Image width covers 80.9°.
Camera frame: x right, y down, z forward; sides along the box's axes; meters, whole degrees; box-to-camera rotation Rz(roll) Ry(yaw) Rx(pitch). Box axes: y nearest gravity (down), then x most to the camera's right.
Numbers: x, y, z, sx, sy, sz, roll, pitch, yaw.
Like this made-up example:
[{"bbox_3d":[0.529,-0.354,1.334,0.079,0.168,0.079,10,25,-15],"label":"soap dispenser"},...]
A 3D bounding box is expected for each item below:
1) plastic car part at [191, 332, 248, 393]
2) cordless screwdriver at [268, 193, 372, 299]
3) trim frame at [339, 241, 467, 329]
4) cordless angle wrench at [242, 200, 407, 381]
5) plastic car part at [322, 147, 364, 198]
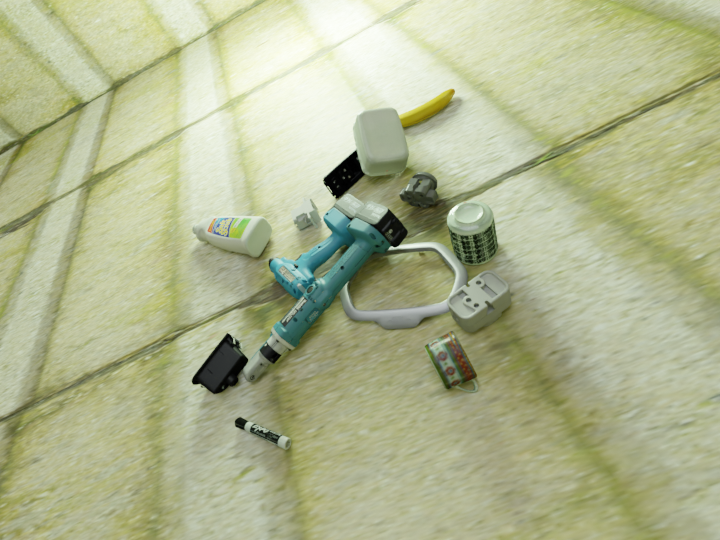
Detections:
[{"bbox_3d":[-0.267,0.195,0.836,0.074,0.063,0.116,27,72,24],"label":"plastic car part"},{"bbox_3d":[-0.091,-0.060,0.934,0.248,0.070,0.168,-46,43,-7],"label":"cordless screwdriver"},{"bbox_3d":[0.076,0.025,0.810,0.256,0.026,0.188,-8,51,20],"label":"trim frame"},{"bbox_3d":[-0.081,0.050,0.824,0.422,0.070,0.103,-49,34,-4],"label":"cordless angle wrench"},{"bbox_3d":[-0.014,-0.271,1.073,0.202,0.064,0.070,-43,22,-8],"label":"plastic car part"}]
